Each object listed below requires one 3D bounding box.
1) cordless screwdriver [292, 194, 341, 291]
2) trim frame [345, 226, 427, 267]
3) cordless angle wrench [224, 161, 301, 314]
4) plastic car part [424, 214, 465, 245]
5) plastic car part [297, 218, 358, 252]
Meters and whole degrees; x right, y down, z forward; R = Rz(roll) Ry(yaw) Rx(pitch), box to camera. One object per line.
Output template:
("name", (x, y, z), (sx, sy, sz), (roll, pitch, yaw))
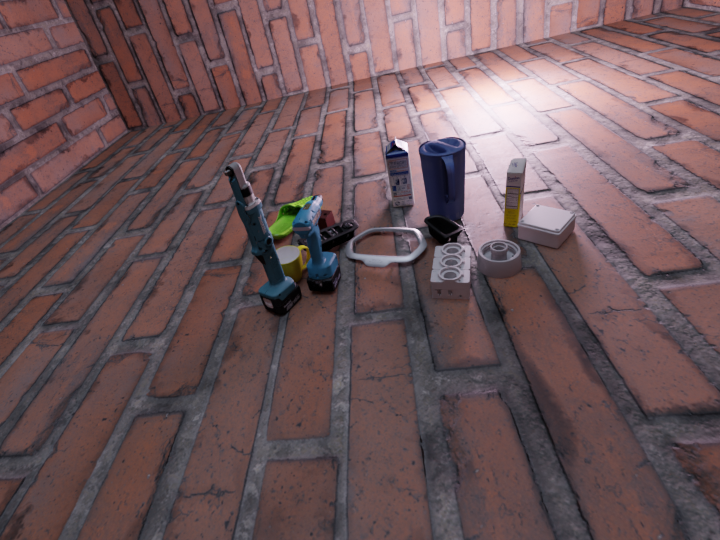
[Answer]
("cordless screwdriver", (-0.112, -0.073, 1.146), (0.077, 0.239, 0.161), (-1, 36, 17))
("trim frame", (0.073, -0.074, 1.260), (0.259, 0.026, 0.184), (5, 40, 26))
("cordless angle wrench", (-0.248, -0.074, 1.054), (0.078, 0.406, 0.097), (13, 42, 33))
("plastic car part", (0.235, -0.106, 1.207), (0.065, 0.068, 0.123), (-25, 36, -15))
("plastic car part", (-0.092, -0.099, 1.322), (0.200, 0.064, 0.070), (-29, 37, -18))
